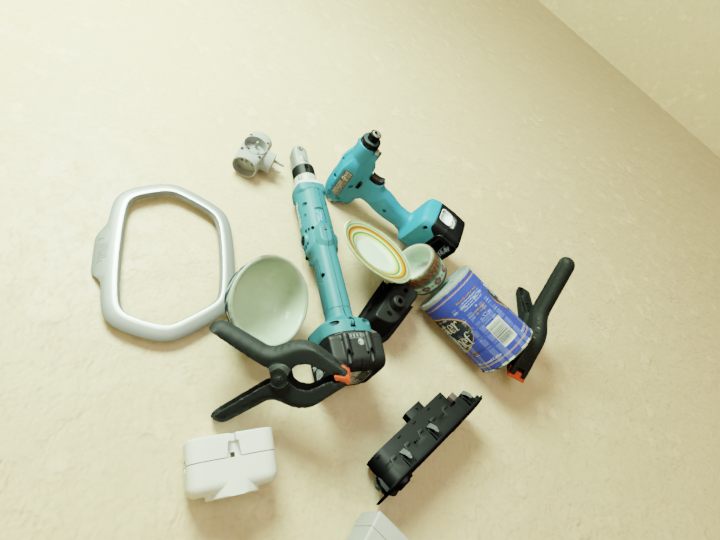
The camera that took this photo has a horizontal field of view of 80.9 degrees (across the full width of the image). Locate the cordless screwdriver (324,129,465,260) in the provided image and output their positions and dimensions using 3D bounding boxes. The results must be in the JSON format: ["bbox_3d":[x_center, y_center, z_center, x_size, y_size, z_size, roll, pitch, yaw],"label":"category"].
[{"bbox_3d":[0.069,-0.123,0.727,0.247,0.160,0.074,35,50,-4],"label":"cordless screwdriver"}]

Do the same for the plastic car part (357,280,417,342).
[{"bbox_3d":[0.047,0.057,0.651,0.066,0.071,0.115,40,47,2],"label":"plastic car part"}]

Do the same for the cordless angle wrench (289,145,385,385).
[{"bbox_3d":[-0.064,-0.042,0.656,0.072,0.097,0.439,1,55,-25],"label":"cordless angle wrench"}]

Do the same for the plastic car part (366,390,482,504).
[{"bbox_3d":[0.081,0.220,0.562,0.069,0.066,0.198,44,50,17],"label":"plastic car part"}]

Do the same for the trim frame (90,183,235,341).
[{"bbox_3d":[-0.266,-0.021,0.583,0.177,0.028,0.257,2,59,-26],"label":"trim frame"}]
